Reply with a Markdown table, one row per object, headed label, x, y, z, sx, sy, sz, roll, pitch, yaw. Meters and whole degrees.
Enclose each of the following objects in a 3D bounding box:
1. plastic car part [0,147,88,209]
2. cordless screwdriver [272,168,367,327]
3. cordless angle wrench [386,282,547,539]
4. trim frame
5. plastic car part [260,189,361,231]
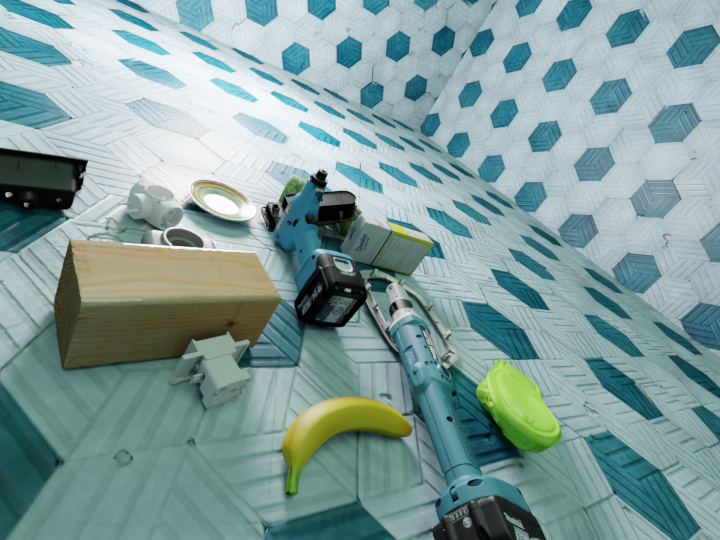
| label | x | y | z | sx | sy | sz | roll | pitch | yaw |
| --- | --- | --- | --- | --- | --- | --- | --- | --- | --- |
| plastic car part | -0.420 | -0.110 | 0.547 | 0.111 | 0.066 | 0.074 | 0 | 54 | -42 |
| cordless screwdriver | -0.065 | -0.043 | 0.670 | 0.071 | 0.159 | 0.261 | 13 | 32 | -34 |
| cordless angle wrench | 0.093 | 0.150 | 0.555 | 0.093 | 0.075 | 0.439 | 37 | 20 | -30 |
| trim frame | 0.081 | 0.077 | 0.756 | 0.176 | 0.027 | 0.260 | 13 | 32 | -28 |
| plastic car part | -0.090 | -0.126 | 0.833 | 0.196 | 0.066 | 0.070 | -6 | 45 | -26 |
